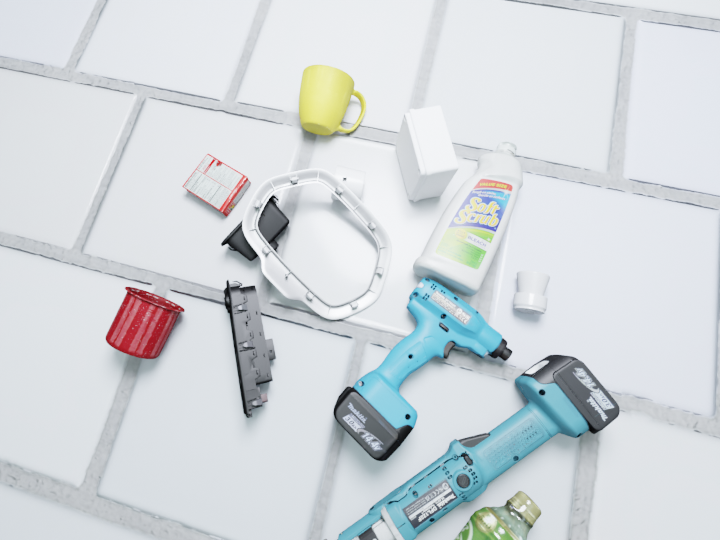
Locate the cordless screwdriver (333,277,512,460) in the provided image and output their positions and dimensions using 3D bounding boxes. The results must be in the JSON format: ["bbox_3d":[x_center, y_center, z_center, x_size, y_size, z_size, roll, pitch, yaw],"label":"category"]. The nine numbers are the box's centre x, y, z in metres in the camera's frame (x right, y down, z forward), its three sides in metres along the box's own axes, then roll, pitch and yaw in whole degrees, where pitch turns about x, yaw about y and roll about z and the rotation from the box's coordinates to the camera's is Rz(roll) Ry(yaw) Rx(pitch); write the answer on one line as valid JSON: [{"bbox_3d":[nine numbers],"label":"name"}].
[{"bbox_3d":[0.085,0.148,0.589,0.163,0.073,0.248,36,77,11],"label":"cordless screwdriver"}]

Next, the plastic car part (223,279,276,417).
[{"bbox_3d":[-0.164,0.105,0.625,0.066,0.066,0.208,-15,74,-12],"label":"plastic car part"}]

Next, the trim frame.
[{"bbox_3d":[-0.063,-0.041,0.641,0.184,0.028,0.246,-43,95,-4],"label":"trim frame"}]

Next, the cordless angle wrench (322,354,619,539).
[{"bbox_3d":[0.130,0.266,0.556,0.422,0.073,0.100,-35,77,-3],"label":"cordless angle wrench"}]

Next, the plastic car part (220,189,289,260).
[{"bbox_3d":[-0.157,-0.062,0.675,0.071,0.066,0.116,40,84,-4],"label":"plastic car part"}]
